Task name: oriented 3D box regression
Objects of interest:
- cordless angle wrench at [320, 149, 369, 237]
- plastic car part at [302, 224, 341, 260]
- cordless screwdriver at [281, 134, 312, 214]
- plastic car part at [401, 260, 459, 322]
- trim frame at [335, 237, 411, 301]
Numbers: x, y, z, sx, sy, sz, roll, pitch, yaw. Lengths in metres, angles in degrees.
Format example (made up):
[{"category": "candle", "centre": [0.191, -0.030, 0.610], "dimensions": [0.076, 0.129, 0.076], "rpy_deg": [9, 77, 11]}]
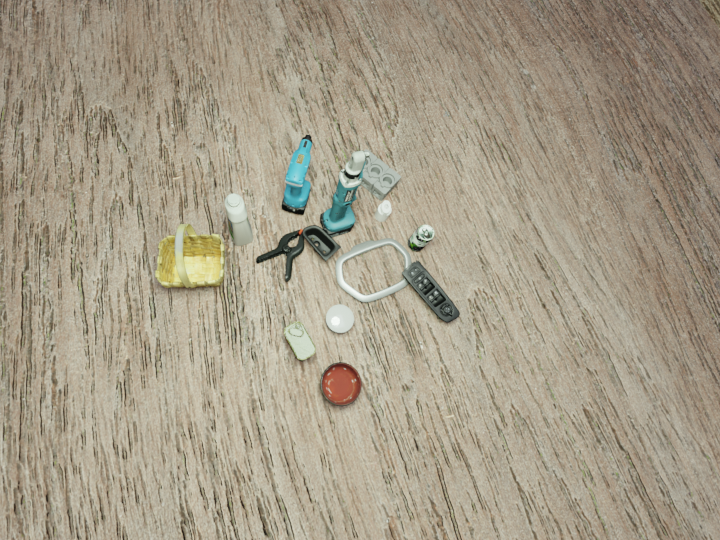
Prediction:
[{"category": "cordless angle wrench", "centre": [-0.042, -0.202, 1.146], "dimensions": [0.096, 0.420, 0.076], "rpy_deg": [-16, 77, -15]}, {"category": "plastic car part", "centre": [-0.125, -0.082, 1.281], "dimensions": [0.065, 0.070, 0.119], "rpy_deg": [-41, 80, -18]}, {"category": "cordless screwdriver", "centre": [-0.180, -0.276, 1.251], "dimensions": [0.074, 0.247, 0.161], "rpy_deg": [15, 71, -5]}, {"category": "plastic car part", "centre": [0.205, 0.071, 1.258], "dimensions": [0.065, 0.066, 0.207], "rpy_deg": [-37, 78, -17]}, {"category": "trim frame", "centre": [0.042, -0.007, 1.292], "dimensions": [0.245, 0.027, 0.189], "rpy_deg": [-23, 74, -13]}]
